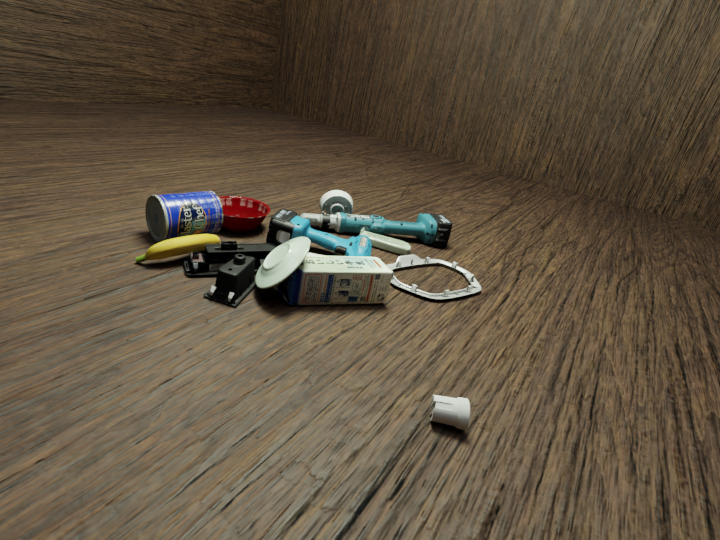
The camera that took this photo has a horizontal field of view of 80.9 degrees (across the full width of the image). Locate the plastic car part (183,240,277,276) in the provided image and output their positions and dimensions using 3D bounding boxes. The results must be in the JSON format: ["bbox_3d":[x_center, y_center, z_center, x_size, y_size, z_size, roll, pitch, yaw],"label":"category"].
[{"bbox_3d":[-0.256,-0.029,0.872,0.195,0.066,0.070,1,18,-26],"label":"plastic car part"}]

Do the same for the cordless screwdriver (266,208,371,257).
[{"bbox_3d":[-0.097,-0.063,0.992,0.250,0.073,0.161,16,25,2],"label":"cordless screwdriver"}]

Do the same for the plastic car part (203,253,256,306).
[{"bbox_3d":[-0.232,0.007,0.790,0.067,0.070,0.116,16,28,7],"label":"plastic car part"}]

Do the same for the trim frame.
[{"bbox_3d":[0.167,0.011,0.988,0.239,0.027,0.195,-9,30,-32],"label":"trim frame"}]

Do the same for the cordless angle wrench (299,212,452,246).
[{"bbox_3d":[0.040,-0.128,1.187,0.416,0.073,0.101,4,25,-9],"label":"cordless angle wrench"}]
